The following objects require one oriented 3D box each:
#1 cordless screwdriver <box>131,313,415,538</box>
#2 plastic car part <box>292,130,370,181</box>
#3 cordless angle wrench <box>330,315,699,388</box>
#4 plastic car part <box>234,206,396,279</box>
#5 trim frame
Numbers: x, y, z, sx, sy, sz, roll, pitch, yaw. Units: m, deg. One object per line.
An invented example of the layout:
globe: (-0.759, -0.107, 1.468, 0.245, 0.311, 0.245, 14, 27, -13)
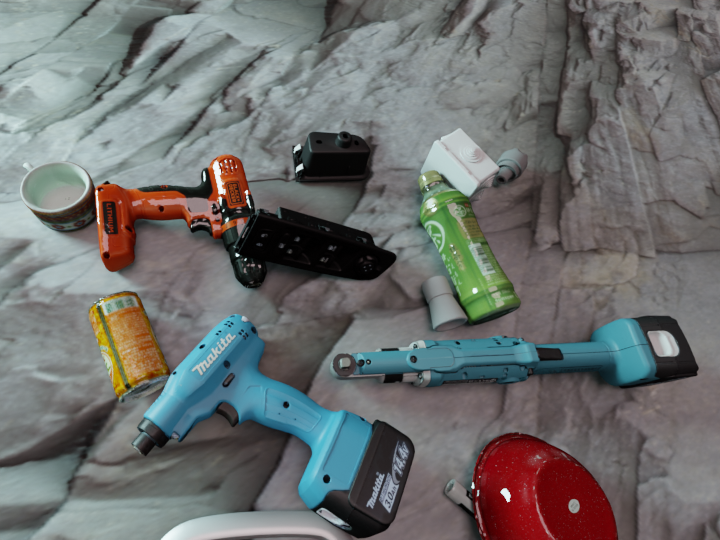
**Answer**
cordless screwdriver: (-0.084, 0.167, 0.417, 0.254, 0.073, 0.158, 32, 51, 9)
plastic car part: (-0.037, -0.172, 0.616, 0.115, 0.070, 0.068, -3, 66, -11)
cordless angle wrench: (0.173, 0.107, 0.507, 0.418, 0.096, 0.076, -1, 65, -7)
plastic car part: (-0.052, -0.034, 0.527, 0.195, 0.066, 0.070, 16, 32, -24)
trim frame: (-0.095, 0.320, 0.372, 0.243, 0.027, 0.189, 2, 61, -12)
